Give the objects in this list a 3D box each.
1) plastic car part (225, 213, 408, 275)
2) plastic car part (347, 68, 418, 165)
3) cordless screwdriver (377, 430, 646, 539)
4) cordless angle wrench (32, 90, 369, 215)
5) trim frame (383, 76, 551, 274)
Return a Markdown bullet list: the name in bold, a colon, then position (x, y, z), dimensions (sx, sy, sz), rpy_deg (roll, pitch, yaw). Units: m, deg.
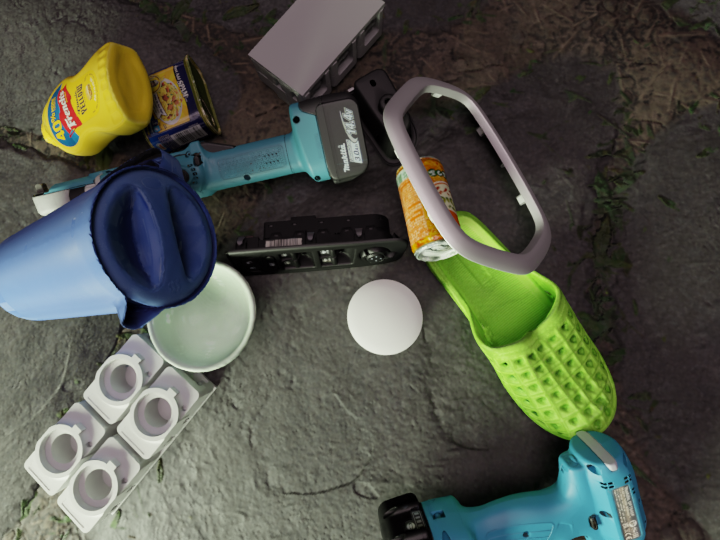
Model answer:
- **plastic car part**: position (-0.049, -0.032, 0.496), dimensions (0.205, 0.064, 0.069), rpy_deg (-1, 57, 6)
- **plastic car part**: position (0.029, -0.191, 0.505), dimensions (0.066, 0.069, 0.119), rpy_deg (-29, 78, 2)
- **cordless screwdriver**: position (0.152, 0.270, 0.413), dimensions (0.249, 0.076, 0.156), rpy_deg (-21, 103, 2)
- **cordless angle wrench**: position (-0.205, -0.119, 0.513), dimensions (0.428, 0.075, 0.096), rpy_deg (-10, 106, 8)
- **trim frame**: position (0.118, -0.108, 0.457), dimensions (0.178, 0.028, 0.254), rpy_deg (-19, 74, -32)
